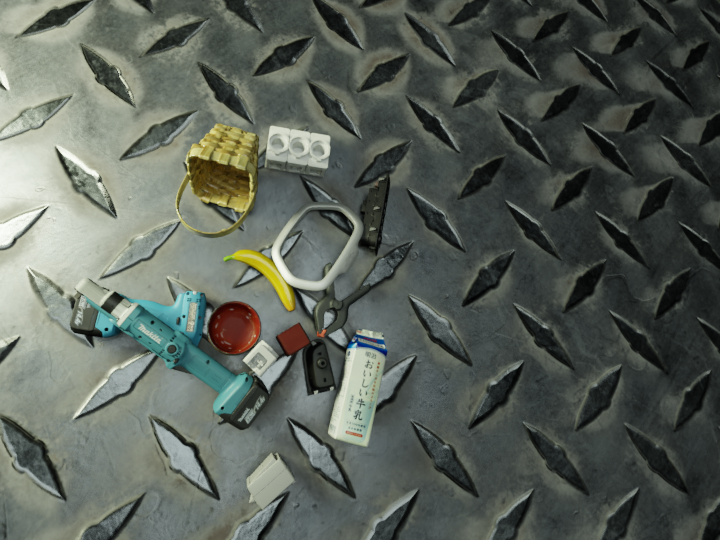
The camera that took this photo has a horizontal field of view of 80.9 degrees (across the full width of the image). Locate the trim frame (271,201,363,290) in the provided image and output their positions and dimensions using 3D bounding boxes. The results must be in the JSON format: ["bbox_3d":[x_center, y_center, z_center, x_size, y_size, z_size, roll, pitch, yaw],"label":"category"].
[{"bbox_3d":[-0.097,-0.063,0.989,0.188,0.027,0.249,25,63,11],"label":"trim frame"}]

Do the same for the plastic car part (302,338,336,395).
[{"bbox_3d":[-0.087,0.209,0.917,0.064,0.072,0.118,-9,81,-17],"label":"plastic car part"}]

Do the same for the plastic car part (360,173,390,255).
[{"bbox_3d":[0.035,-0.138,1.040,0.067,0.065,0.206,6,73,2],"label":"plastic car part"}]

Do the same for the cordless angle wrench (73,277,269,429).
[{"bbox_3d":[-0.367,0.151,0.827,0.414,0.076,0.098,40,78,-11],"label":"cordless angle wrench"}]

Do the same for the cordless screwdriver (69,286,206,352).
[{"bbox_3d":[-0.452,0.115,0.870,0.243,0.075,0.161,6,78,-14],"label":"cordless screwdriver"}]
